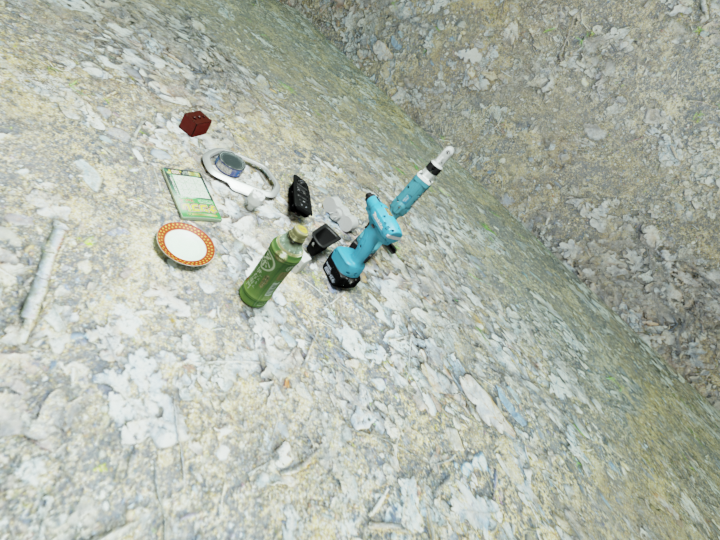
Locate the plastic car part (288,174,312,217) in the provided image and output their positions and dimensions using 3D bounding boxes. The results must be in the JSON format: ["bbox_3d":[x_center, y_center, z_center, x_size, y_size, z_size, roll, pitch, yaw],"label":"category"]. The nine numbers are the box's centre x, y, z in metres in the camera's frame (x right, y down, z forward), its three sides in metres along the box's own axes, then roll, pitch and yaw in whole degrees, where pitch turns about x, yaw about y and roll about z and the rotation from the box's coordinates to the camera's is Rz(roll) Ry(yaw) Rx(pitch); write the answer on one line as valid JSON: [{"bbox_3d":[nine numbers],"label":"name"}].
[{"bbox_3d":[-0.189,-0.222,1.295,0.063,0.067,0.210,23,35,-26],"label":"plastic car part"}]

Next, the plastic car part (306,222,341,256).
[{"bbox_3d":[-0.115,-0.075,1.178,0.067,0.071,0.114,43,32,4],"label":"plastic car part"}]

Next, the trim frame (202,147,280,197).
[{"bbox_3d":[-0.350,-0.289,1.255,0.237,0.028,0.192,19,36,-28],"label":"trim frame"}]

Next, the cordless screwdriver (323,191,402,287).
[{"bbox_3d":[-0.006,-0.077,1.120,0.070,0.250,0.167,10,44,-41],"label":"cordless screwdriver"}]

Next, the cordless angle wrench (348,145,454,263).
[{"bbox_3d":[0.117,-0.188,1.219,0.075,0.425,0.097,43,32,1],"label":"cordless angle wrench"}]
